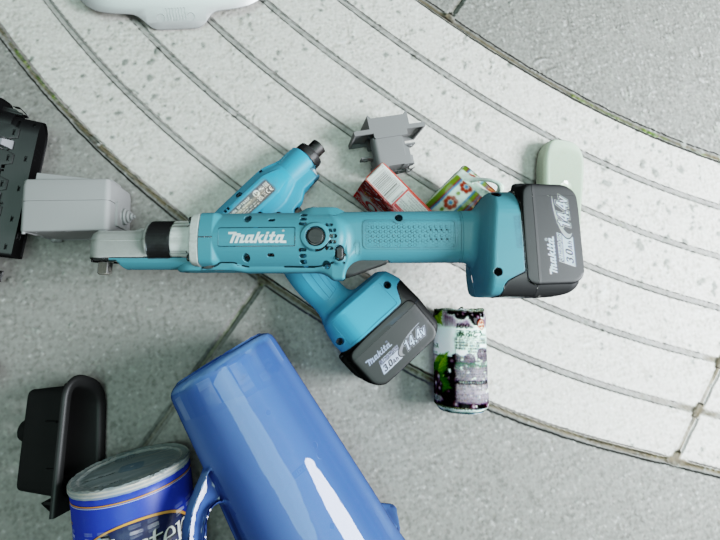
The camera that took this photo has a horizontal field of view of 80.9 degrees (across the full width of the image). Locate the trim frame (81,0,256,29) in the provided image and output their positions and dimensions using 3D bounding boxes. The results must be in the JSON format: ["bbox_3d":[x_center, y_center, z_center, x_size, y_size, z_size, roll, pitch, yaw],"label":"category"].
[{"bbox_3d":[-0.225,-0.376,0.503,0.245,0.027,0.186,-7,82,-8],"label":"trim frame"}]

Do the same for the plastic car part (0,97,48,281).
[{"bbox_3d":[-0.363,-0.077,0.431,0.065,0.067,0.204,4,82,-17],"label":"plastic car part"}]

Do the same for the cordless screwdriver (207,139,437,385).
[{"bbox_3d":[-0.027,-0.014,0.446,0.251,0.074,0.158,43,80,5],"label":"cordless screwdriver"}]

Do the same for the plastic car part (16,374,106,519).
[{"bbox_3d":[-0.294,0.162,0.408,0.072,0.064,0.118,-7,80,6],"label":"plastic car part"}]

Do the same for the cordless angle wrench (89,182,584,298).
[{"bbox_3d":[-0.037,-0.024,0.383,0.425,0.073,0.099,0,82,3],"label":"cordless angle wrench"}]
